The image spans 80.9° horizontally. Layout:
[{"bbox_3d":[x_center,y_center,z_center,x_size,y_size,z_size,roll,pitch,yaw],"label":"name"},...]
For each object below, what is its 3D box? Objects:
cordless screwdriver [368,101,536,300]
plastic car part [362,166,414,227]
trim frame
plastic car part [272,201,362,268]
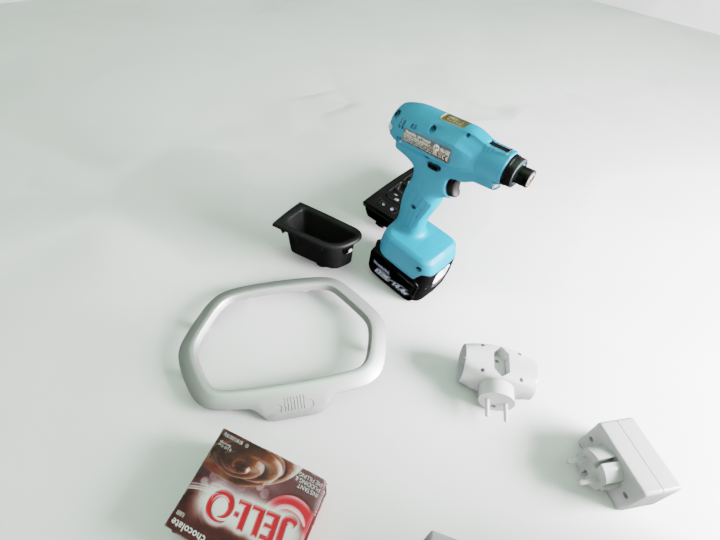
[{"bbox_3d":[0.094,-0.062,0.510,0.073,0.242,0.167,-33,57,-33],"label":"cordless screwdriver"},{"bbox_3d":[0.082,-0.118,0.689,0.069,0.065,0.200,29,51,22],"label":"plastic car part"},{"bbox_3d":[-0.091,0.084,0.509,0.245,0.027,0.192,-8,46,-10],"label":"trim frame"},{"bbox_3d":[-0.059,-0.038,0.601,0.121,0.069,0.065,28,49,22],"label":"plastic car part"}]
